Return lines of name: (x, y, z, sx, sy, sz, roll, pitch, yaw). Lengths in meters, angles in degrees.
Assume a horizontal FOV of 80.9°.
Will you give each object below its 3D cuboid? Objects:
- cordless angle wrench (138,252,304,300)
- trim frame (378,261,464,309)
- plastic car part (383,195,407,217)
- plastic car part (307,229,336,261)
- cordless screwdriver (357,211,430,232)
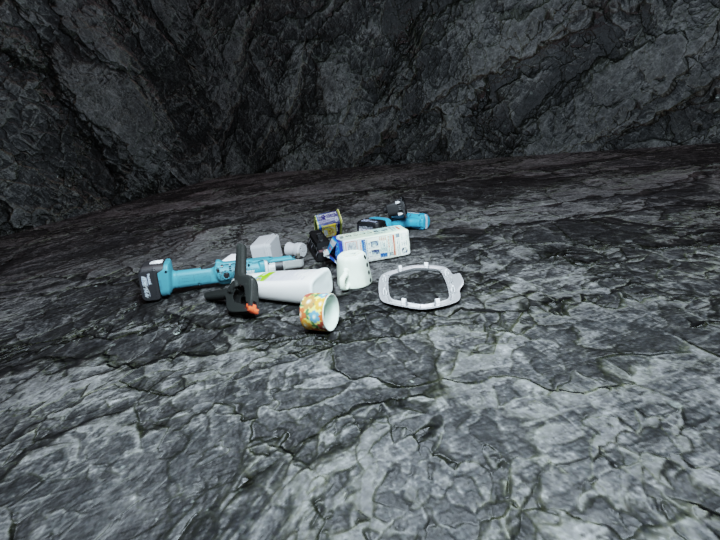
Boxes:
cordless angle wrench: (-0.359, 0.003, 1.127, 0.416, 0.096, 0.077, -7, 18, -11)
trim frame: (0.133, 0.029, 0.950, 0.187, 0.027, 0.250, -4, 19, 7)
plastic car part: (0.108, -0.198, 1.338, 0.072, 0.065, 0.116, -13, 11, 9)
plastic car part: (-0.127, -0.083, 1.297, 0.065, 0.065, 0.210, -18, 19, -10)
cordless screwdriver: (0.087, -0.147, 1.370, 0.240, 0.073, 0.168, -19, 22, -38)
